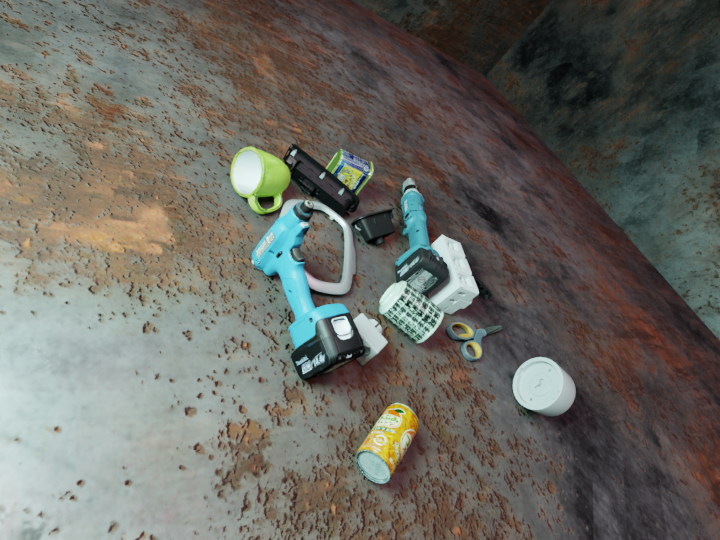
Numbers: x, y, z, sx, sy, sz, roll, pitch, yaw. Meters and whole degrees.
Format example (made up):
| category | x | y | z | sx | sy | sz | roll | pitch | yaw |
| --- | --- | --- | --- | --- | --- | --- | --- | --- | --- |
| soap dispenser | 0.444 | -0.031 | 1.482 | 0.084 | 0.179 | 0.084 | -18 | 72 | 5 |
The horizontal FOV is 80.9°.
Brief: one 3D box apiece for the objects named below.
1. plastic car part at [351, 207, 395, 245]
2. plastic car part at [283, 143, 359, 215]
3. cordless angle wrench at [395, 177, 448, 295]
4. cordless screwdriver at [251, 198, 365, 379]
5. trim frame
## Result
| category | x | y | z | sx | sy | sz | roll | pitch | yaw |
| --- | --- | --- | --- | --- | --- | --- | --- | --- | --- |
| plastic car part | 0.034 | -0.092 | 0.950 | 0.113 | 0.067 | 0.071 | -24 | 85 | -47 |
| plastic car part | -0.090 | -0.191 | 0.937 | 0.201 | 0.067 | 0.067 | 35 | 47 | -6 |
| cordless angle wrench | 0.132 | -0.117 | 1.029 | 0.072 | 0.099 | 0.434 | 31 | 34 | -21 |
| cordless screwdriver | -0.078 | 0.025 | 0.645 | 0.071 | 0.161 | 0.258 | -4 | 57 | -44 |
| trim frame | -0.081 | -0.053 | 0.833 | 0.178 | 0.028 | 0.256 | 23 | 38 | -20 |
